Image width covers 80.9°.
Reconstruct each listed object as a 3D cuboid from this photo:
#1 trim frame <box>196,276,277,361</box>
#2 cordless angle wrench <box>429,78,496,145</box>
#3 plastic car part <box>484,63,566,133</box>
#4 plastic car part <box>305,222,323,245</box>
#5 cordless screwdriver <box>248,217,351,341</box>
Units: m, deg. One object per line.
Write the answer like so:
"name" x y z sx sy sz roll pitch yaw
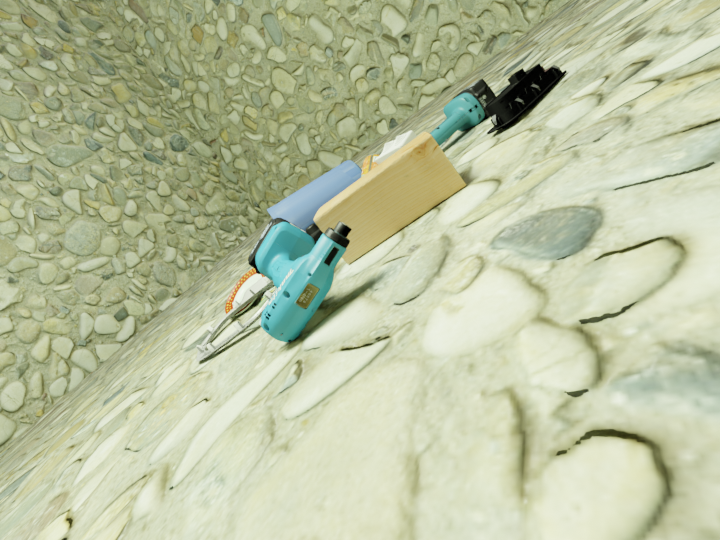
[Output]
"trim frame" -0.219 0.076 0.778 0.252 0.027 0.186 -37 18 24
"cordless angle wrench" 0.117 -0.248 0.916 0.421 0.073 0.100 -42 14 -6
"plastic car part" 0.284 -0.313 0.748 0.201 0.065 0.069 -48 23 -24
"plastic car part" -0.075 -0.049 0.769 0.068 0.069 0.116 -24 23 43
"cordless screwdriver" -0.090 -0.022 0.601 0.159 0.071 0.258 -56 24 7
